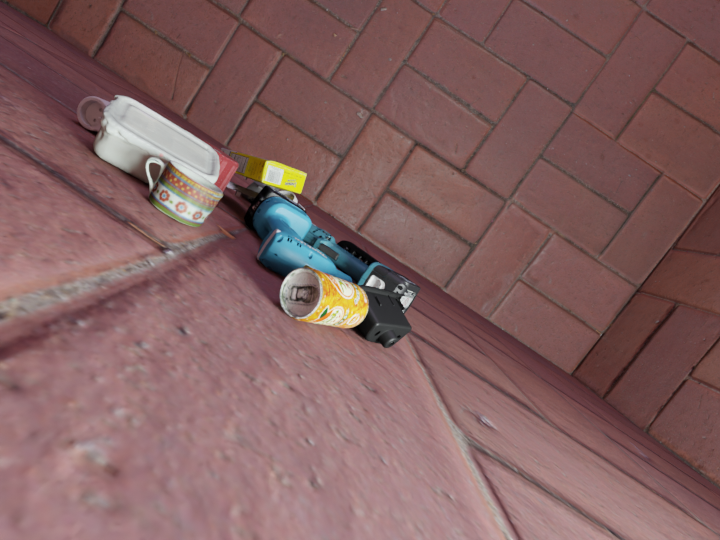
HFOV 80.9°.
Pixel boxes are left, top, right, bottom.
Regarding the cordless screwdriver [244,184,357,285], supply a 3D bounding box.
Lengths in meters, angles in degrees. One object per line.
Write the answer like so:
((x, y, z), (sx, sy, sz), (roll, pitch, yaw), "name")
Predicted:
((-0.098, -0.043, 0.667), (0.152, 0.074, 0.260), (30, 11, -29), "cordless screwdriver")

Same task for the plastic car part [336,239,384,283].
((0.007, 0.000, 0.892), (0.215, 0.066, 0.063), (39, -1, 41), "plastic car part")

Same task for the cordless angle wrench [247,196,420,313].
((-0.082, -0.053, 0.835), (0.445, 0.074, 0.093), (35, 6, 30), "cordless angle wrench")

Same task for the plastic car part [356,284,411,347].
((0.024, 0.066, 0.545), (0.110, 0.066, 0.074), (18, 31, -56), "plastic car part")

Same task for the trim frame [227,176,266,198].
((-0.269, -0.197, 0.891), (0.263, 0.027, 0.175), (36, 20, 36), "trim frame")
